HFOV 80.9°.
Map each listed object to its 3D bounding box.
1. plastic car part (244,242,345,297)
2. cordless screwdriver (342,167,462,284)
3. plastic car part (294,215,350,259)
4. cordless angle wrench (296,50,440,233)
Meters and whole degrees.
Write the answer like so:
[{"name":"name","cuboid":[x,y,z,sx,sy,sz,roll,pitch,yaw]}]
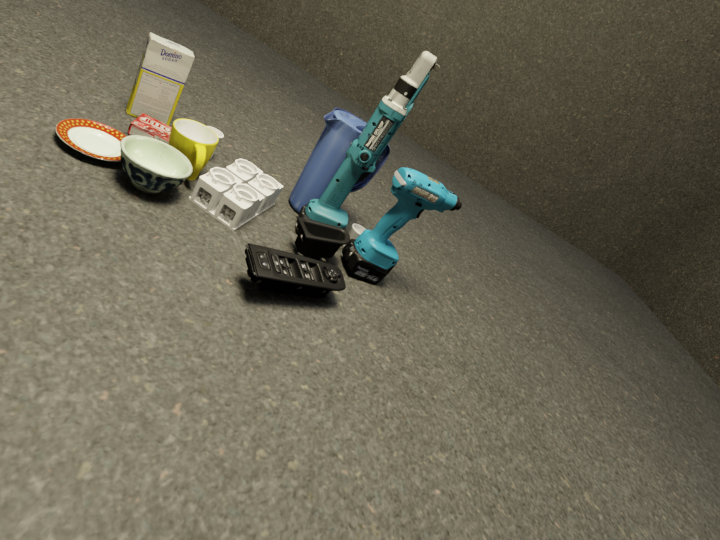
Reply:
[{"name":"plastic car part","cuboid":[-0.108,0.013,0.707,0.193,0.067,0.070,9,38,-40]},{"name":"cordless screwdriver","cuboid":[0.082,-0.081,0.865,0.152,0.249,0.078,20,32,-29]},{"name":"plastic car part","cuboid":[-0.082,-0.054,0.838,0.111,0.071,0.069,13,35,-35]},{"name":"cordless angle wrench","cuboid":[0.008,-0.230,0.834,0.095,0.423,0.076,29,28,-15]}]
